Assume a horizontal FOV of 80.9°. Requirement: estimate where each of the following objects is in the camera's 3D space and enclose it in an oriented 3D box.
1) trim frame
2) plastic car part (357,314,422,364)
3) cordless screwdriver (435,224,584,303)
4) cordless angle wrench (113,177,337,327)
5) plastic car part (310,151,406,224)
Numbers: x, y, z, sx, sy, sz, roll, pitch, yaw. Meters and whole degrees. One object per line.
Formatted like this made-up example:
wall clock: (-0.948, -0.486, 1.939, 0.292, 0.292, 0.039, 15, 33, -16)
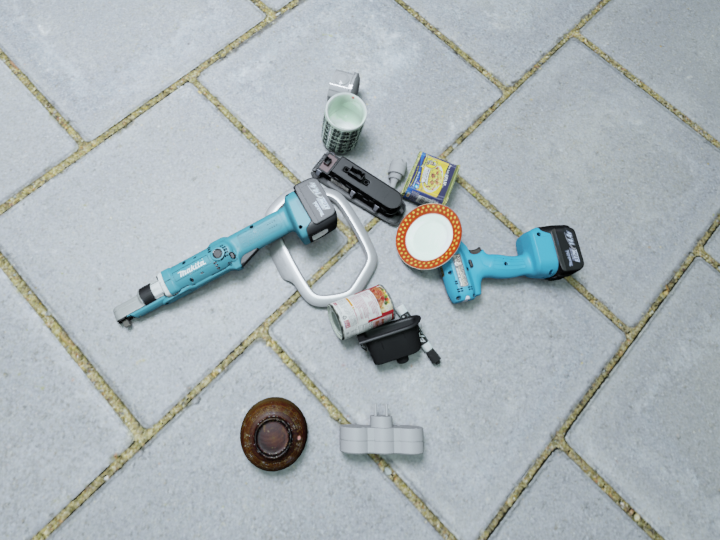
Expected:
trim frame: (-0.078, -0.051, 0.799, 0.182, 0.027, 0.253, -27, 79, -12)
plastic car part: (0.058, 0.128, 0.733, 0.117, 0.066, 0.070, -14, 98, 0)
cordless screwdriver: (0.267, -0.038, 0.795, 0.248, 0.073, 0.162, -11, 75, -3)
cordless angle wrench: (-0.243, -0.023, 0.747, 0.422, 0.073, 0.100, -29, 78, -3)
plastic car part: (0.005, -0.168, 0.823, 0.204, 0.067, 0.066, 35, 67, 3)
